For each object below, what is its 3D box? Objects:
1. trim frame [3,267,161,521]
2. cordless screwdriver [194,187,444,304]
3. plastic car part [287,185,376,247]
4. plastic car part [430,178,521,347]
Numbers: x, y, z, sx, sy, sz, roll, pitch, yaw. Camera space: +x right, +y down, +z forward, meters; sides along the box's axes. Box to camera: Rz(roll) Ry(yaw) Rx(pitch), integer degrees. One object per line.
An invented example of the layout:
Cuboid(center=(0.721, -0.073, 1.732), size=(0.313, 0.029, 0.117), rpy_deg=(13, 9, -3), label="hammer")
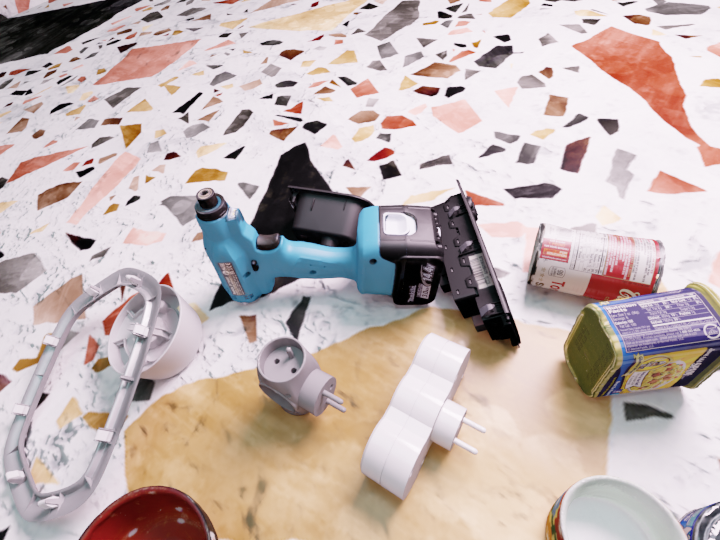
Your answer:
Cuboid(center=(-0.282, 0.108, 0.428), size=(0.191, 0.026, 0.253), rpy_deg=(-5, 59, 25), label="trim frame")
Cuboid(center=(-0.043, -0.028, 0.445), size=(0.252, 0.153, 0.076), rpy_deg=(-1, 50, 8), label="cordless screwdriver")
Cuboid(center=(-0.040, -0.058, 0.536), size=(0.120, 0.063, 0.071), rpy_deg=(13, 69, 17), label="plastic car part")
Cuboid(center=(0.116, -0.014, 0.463), size=(0.069, 0.063, 0.209), rpy_deg=(-23, 46, 26), label="plastic car part")
